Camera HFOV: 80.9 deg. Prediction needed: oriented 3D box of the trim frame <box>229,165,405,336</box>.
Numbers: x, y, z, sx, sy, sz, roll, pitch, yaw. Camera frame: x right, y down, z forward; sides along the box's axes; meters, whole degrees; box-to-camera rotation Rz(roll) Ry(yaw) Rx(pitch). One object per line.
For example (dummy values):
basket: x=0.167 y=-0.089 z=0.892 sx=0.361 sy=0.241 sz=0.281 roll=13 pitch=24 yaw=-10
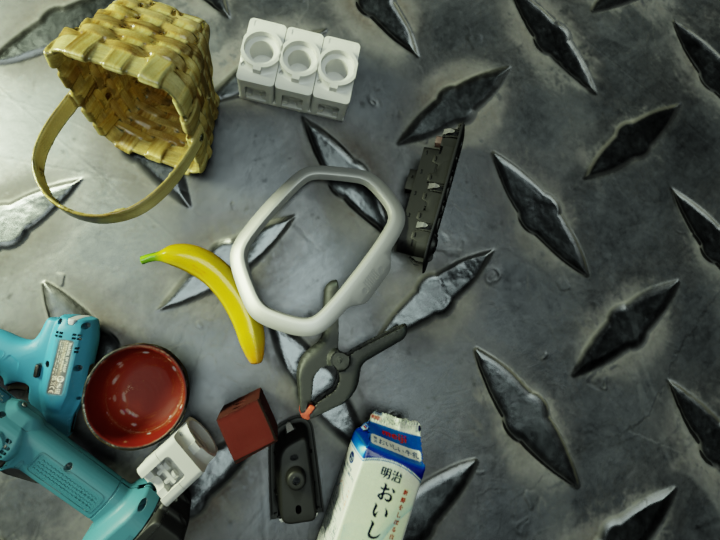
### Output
trim frame: x=-0.053 y=-0.034 z=0.538 sx=0.189 sy=0.027 sz=0.248 roll=33 pitch=71 yaw=14

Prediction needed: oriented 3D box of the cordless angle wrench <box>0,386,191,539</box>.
cordless angle wrench: x=-0.360 y=0.164 z=0.428 sx=0.414 sy=0.076 sz=0.098 roll=44 pitch=86 yaw=-10

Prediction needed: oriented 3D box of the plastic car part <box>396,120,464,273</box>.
plastic car part: x=0.091 y=-0.099 z=0.567 sx=0.068 sy=0.065 sz=0.204 roll=12 pitch=79 yaw=7

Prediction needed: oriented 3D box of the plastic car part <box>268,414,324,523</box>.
plastic car part: x=-0.076 y=0.240 z=0.494 sx=0.065 sy=0.072 sz=0.117 roll=-4 pitch=86 yaw=-11

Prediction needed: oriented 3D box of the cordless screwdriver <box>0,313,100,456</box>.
cordless screwdriver: x=-0.437 y=0.116 z=0.476 sx=0.245 sy=0.075 sz=0.160 roll=10 pitch=85 yaw=-9
